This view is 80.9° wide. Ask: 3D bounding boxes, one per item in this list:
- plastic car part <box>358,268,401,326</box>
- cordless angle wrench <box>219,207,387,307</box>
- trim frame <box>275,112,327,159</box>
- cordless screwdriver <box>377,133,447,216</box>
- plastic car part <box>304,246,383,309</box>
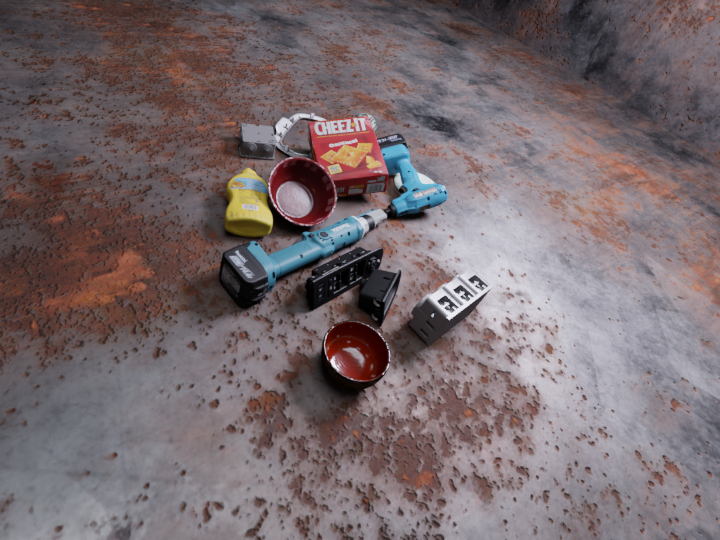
[{"bbox_3d":[0.031,0.039,0.821,0.073,0.064,0.117,14,40,13],"label":"plastic car part"},{"bbox_3d":[-0.085,-0.055,0.864,0.410,0.073,0.102,-28,62,-39],"label":"cordless angle wrench"},{"bbox_3d":[-0.146,-0.380,1.187,0.186,0.027,0.251,20,46,3],"label":"trim frame"},{"bbox_3d":[0.093,-0.241,1.092,0.157,0.072,0.261,-21,55,-10],"label":"cordless screwdriver"},{"bbox_3d":[-0.036,0.003,0.833,0.197,0.064,0.071,-25,35,-34],"label":"plastic car part"}]
